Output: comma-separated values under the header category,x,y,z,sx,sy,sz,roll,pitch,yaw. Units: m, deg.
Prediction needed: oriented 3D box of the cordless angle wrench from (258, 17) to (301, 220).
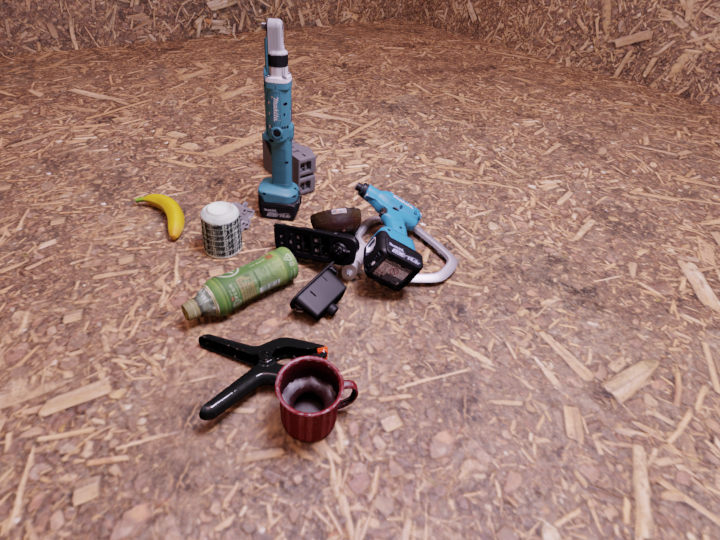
category,x,y,z,sx,sy,sz,roll,pitch,yaw
cordless angle wrench,-0.175,-0.302,0.903,0.099,0.411,0.076,9,39,2

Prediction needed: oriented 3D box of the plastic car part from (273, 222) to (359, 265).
category,x,y,z,sx,sy,sz,roll,pitch,yaw
plastic car part,-0.084,-0.055,0.857,0.214,0.065,0.064,14,18,36

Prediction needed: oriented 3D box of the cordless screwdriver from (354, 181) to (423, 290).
category,x,y,z,sx,sy,sz,roll,pitch,yaw
cordless screwdriver,0.048,-0.084,0.850,0.156,0.075,0.253,28,36,-13

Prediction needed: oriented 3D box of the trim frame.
category,x,y,z,sx,sy,sz,roll,pitch,yaw
trim frame,0.093,-0.051,0.922,0.179,0.027,0.263,-23,44,-26

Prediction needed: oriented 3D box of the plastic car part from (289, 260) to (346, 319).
category,x,y,z,sx,sy,sz,roll,pitch,yaw
plastic car part,-0.069,0.050,0.773,0.073,0.065,0.115,34,50,11
